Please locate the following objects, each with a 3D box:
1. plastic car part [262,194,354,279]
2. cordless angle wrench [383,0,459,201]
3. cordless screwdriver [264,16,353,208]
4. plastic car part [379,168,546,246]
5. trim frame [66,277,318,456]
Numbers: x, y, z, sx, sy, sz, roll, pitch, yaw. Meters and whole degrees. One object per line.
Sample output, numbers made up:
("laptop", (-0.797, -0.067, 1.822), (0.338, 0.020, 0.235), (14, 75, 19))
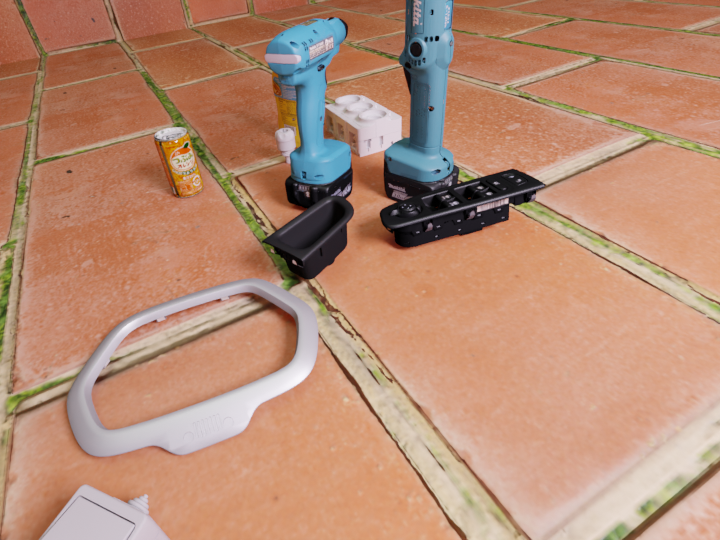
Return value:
("plastic car part", (-0.050, -0.033, 0.512), (0.069, 0.068, 0.114), (25, 49, 32))
("cordless angle wrench", (0.080, -0.273, 0.514), (0.103, 0.408, 0.073), (27, 48, 33))
("cordless screwdriver", (-0.054, -0.219, 0.601), (0.077, 0.240, 0.158), (15, 43, 22))
("plastic car part", (0.121, -0.076, 0.540), (0.201, 0.064, 0.069), (-13, 40, -7))
("trim frame", (-0.162, 0.085, 0.422), (0.245, 0.026, 0.194), (-18, 41, -13))
